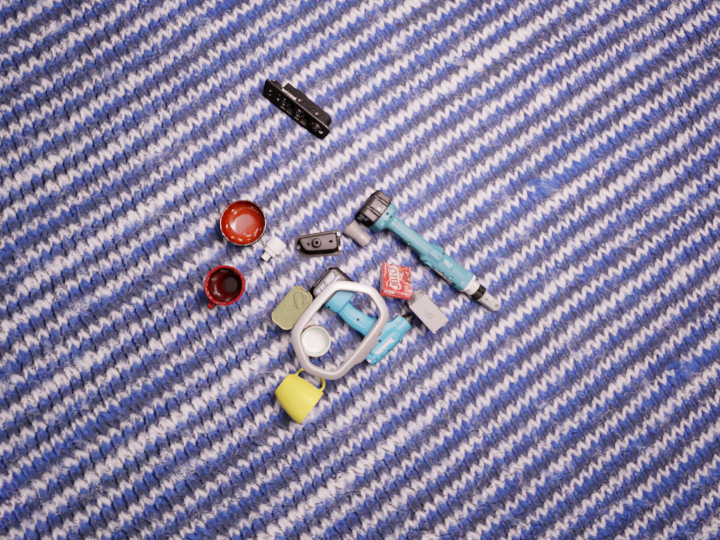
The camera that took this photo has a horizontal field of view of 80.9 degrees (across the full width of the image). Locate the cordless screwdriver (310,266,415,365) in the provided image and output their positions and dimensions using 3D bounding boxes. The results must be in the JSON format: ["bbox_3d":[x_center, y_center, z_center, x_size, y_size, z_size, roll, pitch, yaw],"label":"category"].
[{"bbox_3d":[0.005,0.090,1.028,0.159,0.075,0.247,-43,93,-6],"label":"cordless screwdriver"}]

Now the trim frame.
[{"bbox_3d":[-0.047,0.137,0.977,0.182,0.028,0.248,38,89,-5],"label":"trim frame"}]

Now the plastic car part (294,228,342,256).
[{"bbox_3d":[-0.101,-0.066,1.035,0.115,0.071,0.066,-7,87,-8],"label":"plastic car part"}]

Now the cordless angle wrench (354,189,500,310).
[{"bbox_3d":[0.176,-0.035,1.038,0.420,0.099,0.074,38,81,-3],"label":"cordless angle wrench"}]

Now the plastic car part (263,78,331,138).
[{"bbox_3d":[-0.151,-0.412,1.069,0.204,0.066,0.066,42,59,2],"label":"plastic car part"}]
